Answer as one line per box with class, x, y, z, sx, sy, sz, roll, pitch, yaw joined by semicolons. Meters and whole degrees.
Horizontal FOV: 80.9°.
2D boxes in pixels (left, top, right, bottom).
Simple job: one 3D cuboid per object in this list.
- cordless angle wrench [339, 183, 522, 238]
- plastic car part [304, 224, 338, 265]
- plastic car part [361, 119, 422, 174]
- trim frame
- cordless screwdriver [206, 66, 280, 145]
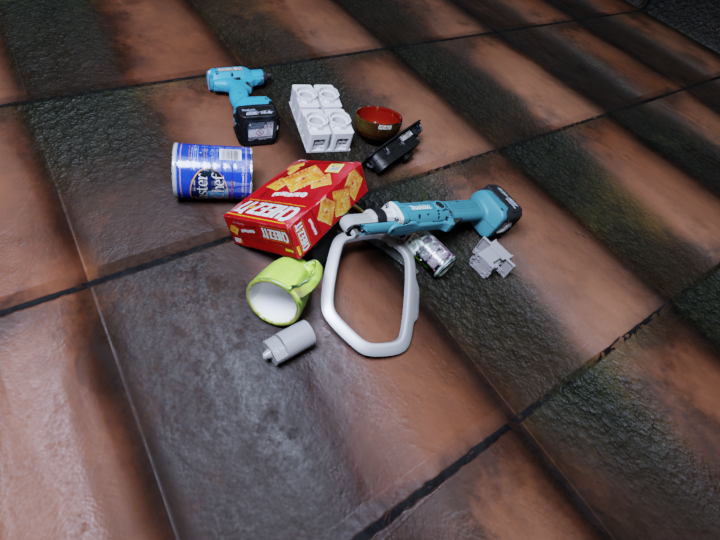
cordless angle wrench;0.135;-0.101;0.783;0.406;0.074;0.102;-10;55;-35
plastic car part;-0.074;-0.049;0.762;0.069;0.068;0.117;-4;39;28
plastic car part;0.078;-0.276;0.975;0.199;0.068;0.067;-37;96;-33
trim frame;0.023;0.029;0.734;0.181;0.027;0.254;15;54;-11
cordless screwdriver;-0.250;-0.398;0.986;0.155;0.073;0.261;-16;55;-23
